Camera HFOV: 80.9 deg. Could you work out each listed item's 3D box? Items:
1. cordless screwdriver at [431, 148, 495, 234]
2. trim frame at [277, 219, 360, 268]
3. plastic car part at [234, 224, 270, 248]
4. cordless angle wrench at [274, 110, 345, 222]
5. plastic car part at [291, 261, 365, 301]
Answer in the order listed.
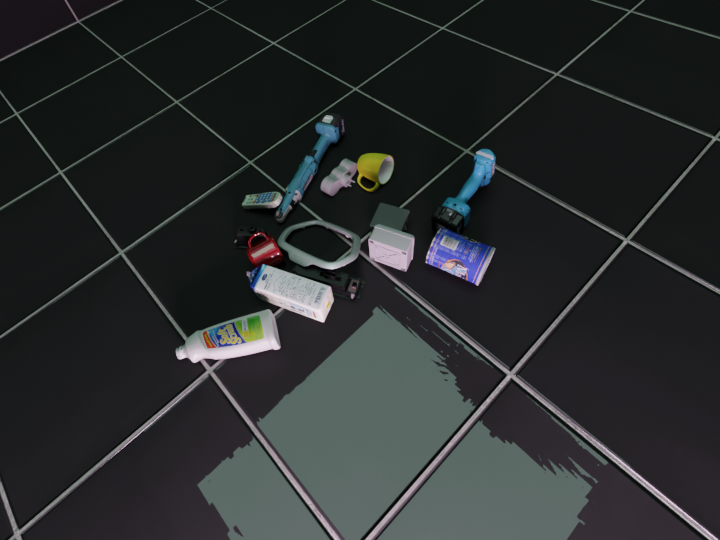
[{"bbox_3d":[0.294,-0.200,1.173,0.078,0.152,0.248,30,81,24],"label":"cordless screwdriver"},{"bbox_3d":[-0.114,-0.075,1.167,0.261,0.026,0.181,25,48,30],"label":"trim frame"},{"bbox_3d":[-0.311,-0.103,1.219,0.119,0.068,0.067,3,60,12],"label":"plastic car part"},{"bbox_3d":[-0.165,-0.323,1.334,0.077,0.094,0.425,17,66,15],"label":"cordless angle wrench"},{"bbox_3d":[-0.095,0.022,1.117,0.210,0.064,0.067,14,68,19],"label":"plastic car part"}]
